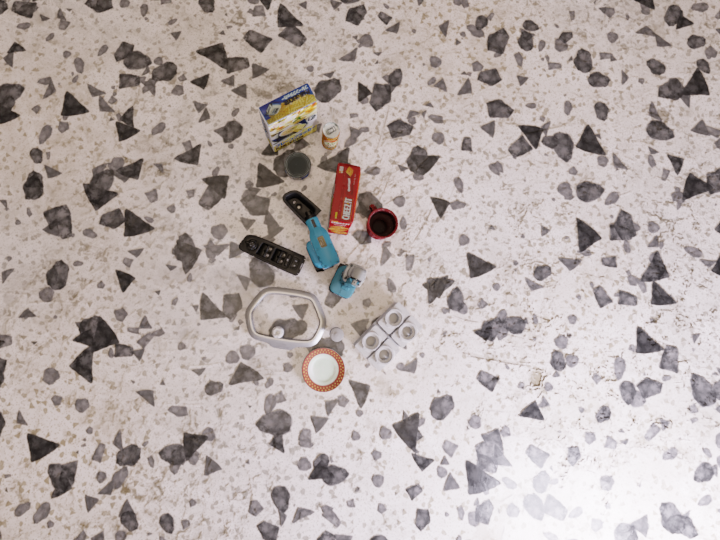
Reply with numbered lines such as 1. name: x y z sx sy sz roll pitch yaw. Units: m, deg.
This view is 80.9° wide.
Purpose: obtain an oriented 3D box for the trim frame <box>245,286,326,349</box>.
1. trim frame: -0.227 0.146 1.284 0.248 0.027 0.185 7 83 0

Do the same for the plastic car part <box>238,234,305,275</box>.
1. plastic car part: -0.270 -0.050 1.290 0.204 0.067 0.066 24 83 1

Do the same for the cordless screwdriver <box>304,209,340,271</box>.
1. cordless screwdriver: -0.118 -0.077 1.205 0.074 0.248 0.160 -24 87 -7

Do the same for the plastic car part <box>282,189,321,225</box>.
1. plastic car part: -0.185 -0.196 1.308 0.117 0.071 0.066 43 83 3

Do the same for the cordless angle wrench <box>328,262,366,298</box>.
1. cordless angle wrench: -0.027 0.020 1.107 0.074 0.423 0.098 26 84 -4
